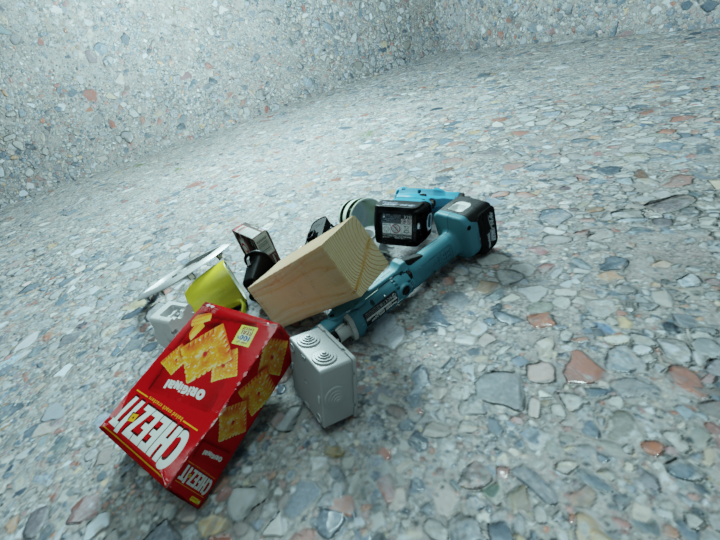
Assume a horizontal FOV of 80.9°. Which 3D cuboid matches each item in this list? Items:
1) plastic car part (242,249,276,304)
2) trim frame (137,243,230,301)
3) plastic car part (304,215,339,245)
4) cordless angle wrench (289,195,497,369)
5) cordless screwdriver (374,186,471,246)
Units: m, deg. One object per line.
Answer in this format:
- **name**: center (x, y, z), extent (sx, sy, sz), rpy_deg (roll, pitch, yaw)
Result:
- **plastic car part**: center (-0.176, 0.025, 0.755), extent (0.068, 0.110, 0.072), rpy_deg (-5, 55, 21)
- **trim frame**: center (-0.359, 0.005, 0.864), extent (0.257, 0.027, 0.182), rpy_deg (-18, 22, 44)
- **plastic car part**: center (-0.085, -0.056, 0.871), extent (0.067, 0.065, 0.206), rpy_deg (-32, 20, 20)
- **cordless angle wrench**: center (0.055, 0.021, 0.673), extent (0.416, 0.094, 0.079), rpy_deg (-36, 35, -22)
- **cordless screwdriver**: center (0.126, -0.119, 0.838), extent (0.165, 0.073, 0.246), rpy_deg (5, 23, 20)
